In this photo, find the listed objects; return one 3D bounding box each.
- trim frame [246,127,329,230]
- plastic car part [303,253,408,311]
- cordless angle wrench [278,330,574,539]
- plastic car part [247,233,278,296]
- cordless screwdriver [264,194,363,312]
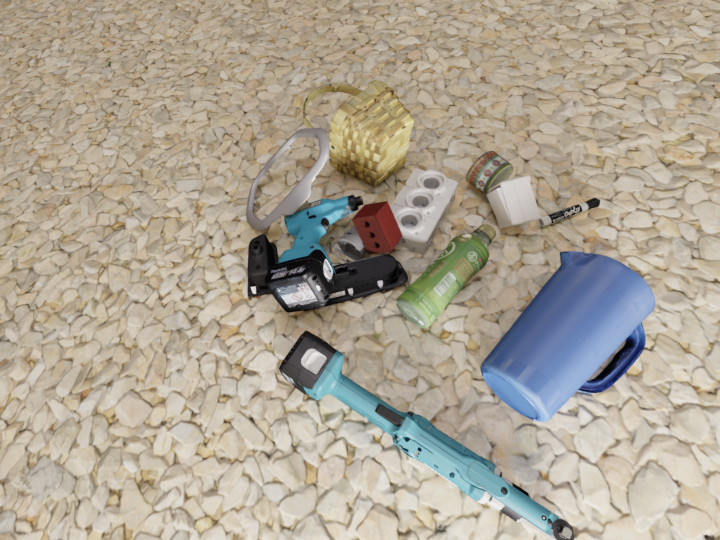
[{"bbox_3d":[-0.153,-0.188,0.859,0.250,0.026,0.194,-43,45,15],"label":"trim frame"},{"bbox_3d":[-0.017,0.011,0.761,0.203,0.064,0.069,-11,50,-2],"label":"plastic car part"},{"bbox_3d":[0.077,0.232,0.596,0.439,0.095,0.074,29,66,19],"label":"cordless angle wrench"},{"bbox_3d":[-0.189,-0.019,0.799,0.066,0.068,0.120,-9,61,-1],"label":"plastic car part"},{"bbox_3d":[-0.073,-0.048,0.747,0.163,0.071,0.255,-17,37,17],"label":"cordless screwdriver"}]
